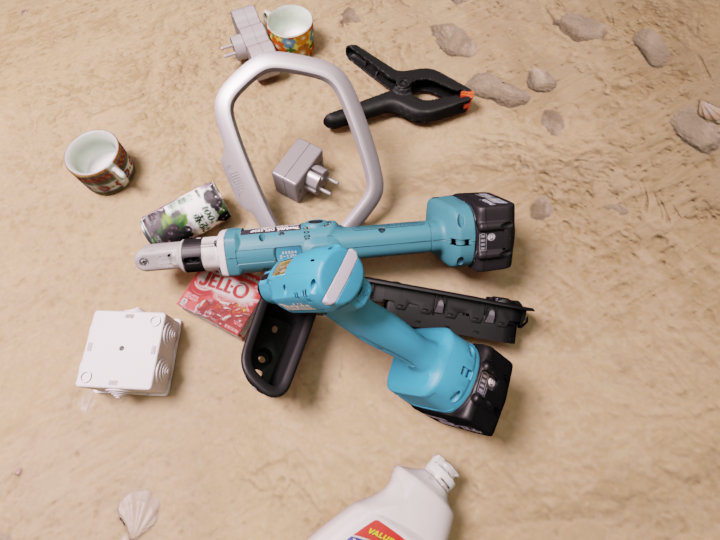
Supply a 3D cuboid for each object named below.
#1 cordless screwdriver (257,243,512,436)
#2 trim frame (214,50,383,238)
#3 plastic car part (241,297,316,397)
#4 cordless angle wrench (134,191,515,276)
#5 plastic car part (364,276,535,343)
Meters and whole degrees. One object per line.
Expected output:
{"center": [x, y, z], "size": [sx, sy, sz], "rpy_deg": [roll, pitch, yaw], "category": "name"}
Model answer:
{"center": [0.015, 0.066, 0.417], "size": [0.240, 0.164, 0.074], "rpy_deg": [37, 66, -20], "category": "cordless screwdriver"}
{"center": [-0.075, -0.138, 0.515], "size": [0.184, 0.028, 0.242], "rpy_deg": [-22, 106, -1], "category": "trim frame"}
{"center": [-0.098, 0.082, 0.465], "size": [0.065, 0.071, 0.118], "rpy_deg": [23, 58, -11], "category": "plastic car part"}
{"center": [-0.048, -0.031, 0.488], "size": [0.423, 0.100, 0.073], "rpy_deg": [-5, 110, -1], "category": "cordless angle wrench"}
{"center": [0.091, 0.046, 0.478], "size": [0.205, 0.065, 0.068], "rpy_deg": [6, 78, 5], "category": "plastic car part"}
